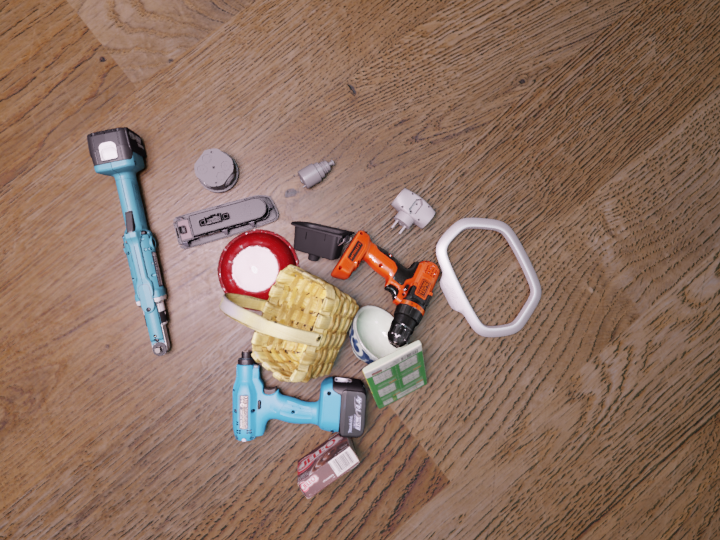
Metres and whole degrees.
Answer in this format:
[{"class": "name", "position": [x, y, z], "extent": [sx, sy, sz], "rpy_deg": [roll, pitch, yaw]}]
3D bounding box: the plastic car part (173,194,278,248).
[{"class": "plastic car part", "position": [-0.261, -0.102, 0.815], "extent": [0.201, 0.067, 0.067], "rpy_deg": [-16, 82, -6]}]

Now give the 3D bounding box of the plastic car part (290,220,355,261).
[{"class": "plastic car part", "position": [-0.079, -0.052, 0.812], "extent": [0.121, 0.064, 0.070], "rpy_deg": [12, 102, 22]}]

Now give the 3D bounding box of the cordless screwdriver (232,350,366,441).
[{"class": "cordless screwdriver", "position": [-0.115, 0.230, 0.790], "extent": [0.249, 0.074, 0.160], "rpy_deg": [-1, 87, 1]}]

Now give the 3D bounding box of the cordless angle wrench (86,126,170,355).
[{"class": "cordless angle wrench", "position": [-0.416, -0.049, 0.795], "extent": [0.074, 0.099, 0.422], "rpy_deg": [-12, 91, -6]}]

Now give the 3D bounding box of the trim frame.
[{"class": "trim frame", "position": [0.252, 0.011, 0.842], "extent": [0.183, 0.027, 0.249], "rpy_deg": [-26, 89, -5]}]
